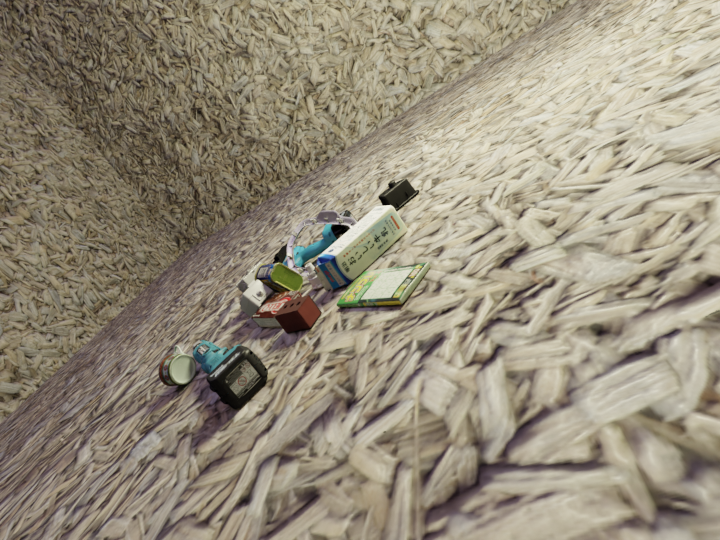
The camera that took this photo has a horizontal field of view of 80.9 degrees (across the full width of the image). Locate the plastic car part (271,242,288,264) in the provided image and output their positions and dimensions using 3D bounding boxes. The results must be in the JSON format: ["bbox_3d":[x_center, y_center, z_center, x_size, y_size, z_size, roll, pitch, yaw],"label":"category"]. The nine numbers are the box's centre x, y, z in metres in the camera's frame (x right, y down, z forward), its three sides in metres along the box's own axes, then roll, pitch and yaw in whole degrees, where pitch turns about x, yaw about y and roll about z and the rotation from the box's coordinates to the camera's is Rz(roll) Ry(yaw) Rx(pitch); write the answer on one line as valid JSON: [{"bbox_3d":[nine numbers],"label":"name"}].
[{"bbox_3d":[-0.240,-0.030,1.319,0.067,0.065,0.205,-36,16,20],"label":"plastic car part"}]

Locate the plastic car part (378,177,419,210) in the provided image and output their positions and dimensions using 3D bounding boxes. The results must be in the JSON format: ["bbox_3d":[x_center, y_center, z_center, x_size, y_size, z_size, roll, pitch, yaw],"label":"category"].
[{"bbox_3d":[0.097,-0.212,1.172,0.116,0.069,0.068,-42,20,-10],"label":"plastic car part"}]

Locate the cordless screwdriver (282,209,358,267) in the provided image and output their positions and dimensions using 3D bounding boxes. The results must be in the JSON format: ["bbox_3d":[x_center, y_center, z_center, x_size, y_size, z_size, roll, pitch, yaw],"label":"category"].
[{"bbox_3d":[-0.114,-0.080,1.212,0.253,0.072,0.161,-31,21,22],"label":"cordless screwdriver"}]

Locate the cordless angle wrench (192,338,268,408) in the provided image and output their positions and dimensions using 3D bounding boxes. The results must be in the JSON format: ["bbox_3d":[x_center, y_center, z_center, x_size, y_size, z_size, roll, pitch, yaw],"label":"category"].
[{"bbox_3d":[-0.323,0.199,0.940,0.097,0.072,0.439,-44,20,-24],"label":"cordless angle wrench"}]

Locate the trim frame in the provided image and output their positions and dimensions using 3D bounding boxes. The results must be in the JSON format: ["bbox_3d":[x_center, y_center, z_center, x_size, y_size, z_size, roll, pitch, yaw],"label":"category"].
[{"bbox_3d":[-0.108,-0.070,1.101,0.261,0.026,0.185,4,70,43],"label":"trim frame"}]
